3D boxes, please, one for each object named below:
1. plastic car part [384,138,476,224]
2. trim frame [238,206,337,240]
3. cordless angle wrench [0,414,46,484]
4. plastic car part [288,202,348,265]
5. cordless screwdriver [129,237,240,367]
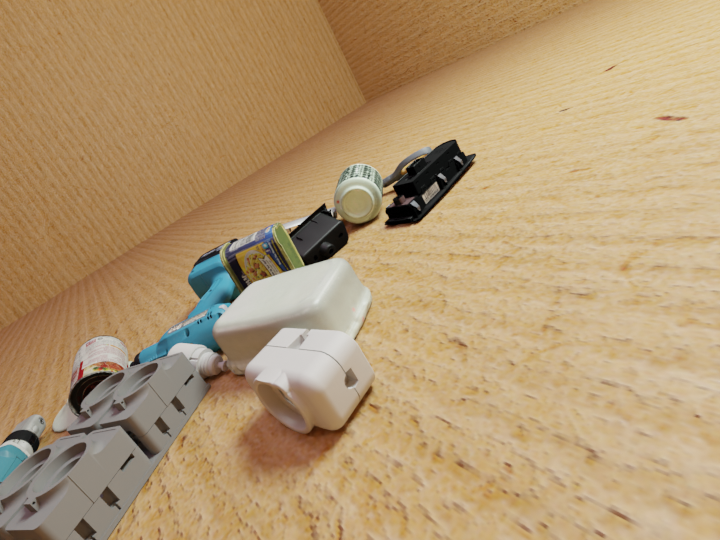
[{"bbox_3d":[0.105,-0.145,0.650,0.200,0.066,0.069,-41,16,-33],"label":"plastic car part"},{"bbox_3d":[-0.144,-0.075,0.788,0.258,0.027,0.179,-14,12,37],"label":"trim frame"},{"bbox_3d":[-0.369,0.247,0.384,0.097,0.072,0.439,-34,20,-12],"label":"cordless angle wrench"},{"bbox_3d":[-0.063,-0.041,0.641,0.075,0.063,0.115,15,50,43],"label":"plastic car part"},{"bbox_3d":[-0.241,0.051,0.638,0.160,0.071,0.256,-27,26,8],"label":"cordless screwdriver"}]
